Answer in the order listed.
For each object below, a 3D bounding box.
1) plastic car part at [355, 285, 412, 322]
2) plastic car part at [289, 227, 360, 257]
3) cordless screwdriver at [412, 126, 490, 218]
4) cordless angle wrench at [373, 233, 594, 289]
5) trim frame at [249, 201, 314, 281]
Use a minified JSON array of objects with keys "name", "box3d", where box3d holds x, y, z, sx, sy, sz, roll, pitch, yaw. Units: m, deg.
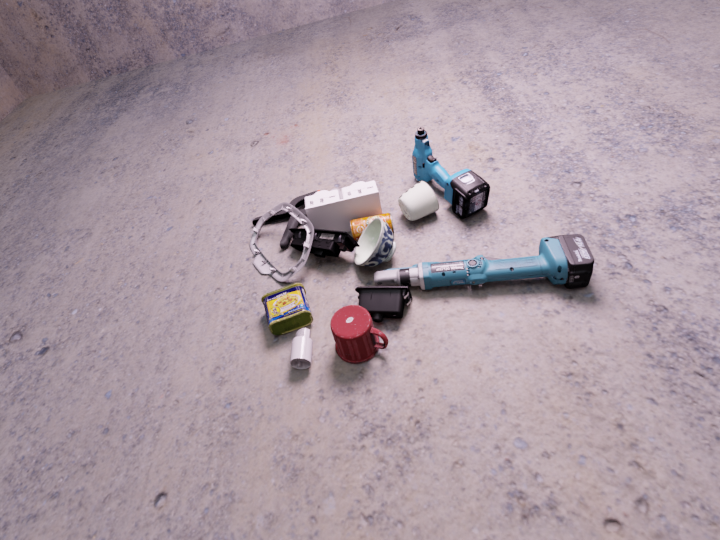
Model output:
[{"name":"plastic car part","box3d":[0.046,0.073,0.888,0.120,0.063,0.072,-3,61,18]},{"name":"plastic car part","box3d":[-0.103,-0.067,1.049,0.214,0.062,0.067,14,78,41]},{"name":"cordless screwdriver","box3d":[0.215,-0.253,1.073,0.073,0.152,0.263,-27,48,-12]},{"name":"cordless angle wrench","box3d":[0.238,0.000,0.888,0.432,0.071,0.100,-6,46,15]},{"name":"trim frame","box3d":[-0.208,-0.077,1.082,0.184,0.026,0.263,-54,49,7]}]
